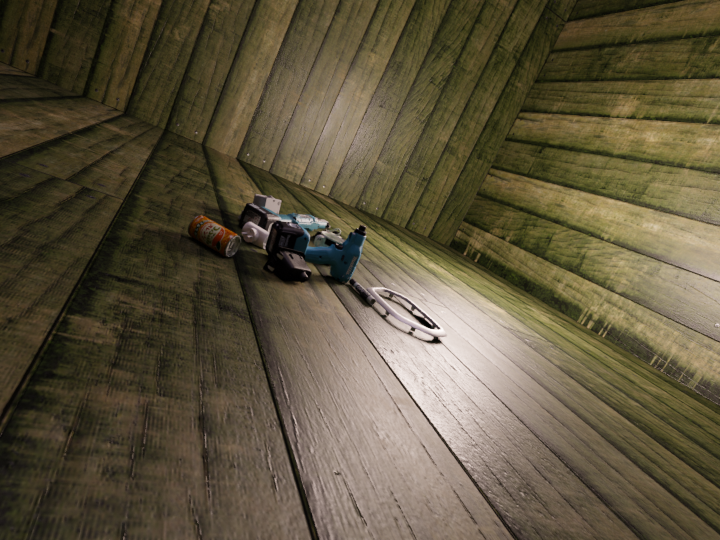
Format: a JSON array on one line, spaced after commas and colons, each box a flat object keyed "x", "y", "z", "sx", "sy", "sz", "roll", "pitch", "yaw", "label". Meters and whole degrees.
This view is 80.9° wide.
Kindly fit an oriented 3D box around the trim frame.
[{"x": 0.113, "y": 0.103, "z": 1.077, "sx": 0.175, "sy": 0.027, "sz": 0.262, "roll": 16, "pitch": 13, "yaw": -31, "label": "trim frame"}]

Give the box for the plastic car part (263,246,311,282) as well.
[{"x": -0.150, "y": -0.003, "z": 0.960, "sx": 0.110, "sy": 0.066, "sz": 0.074, "roll": 14, "pitch": 31, "yaw": -54, "label": "plastic car part"}]

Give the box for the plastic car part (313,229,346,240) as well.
[{"x": -0.083, "y": -0.097, "z": 1.466, "sx": 0.063, "sy": 0.067, "sz": 0.215, "roll": 24, "pitch": 13, "yaw": -41, "label": "plastic car part"}]

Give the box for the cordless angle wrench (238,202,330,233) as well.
[{"x": -0.217, "y": -0.155, "z": 1.360, "sx": 0.102, "sy": 0.074, "sz": 0.407, "roll": 30, "pitch": 16, "yaw": 21, "label": "cordless angle wrench"}]

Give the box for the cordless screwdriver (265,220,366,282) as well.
[{"x": -0.104, "y": -0.068, "z": 1.067, "sx": 0.238, "sy": 0.158, "sz": 0.078, "roll": 16, "pitch": 15, "yaw": -28, "label": "cordless screwdriver"}]
